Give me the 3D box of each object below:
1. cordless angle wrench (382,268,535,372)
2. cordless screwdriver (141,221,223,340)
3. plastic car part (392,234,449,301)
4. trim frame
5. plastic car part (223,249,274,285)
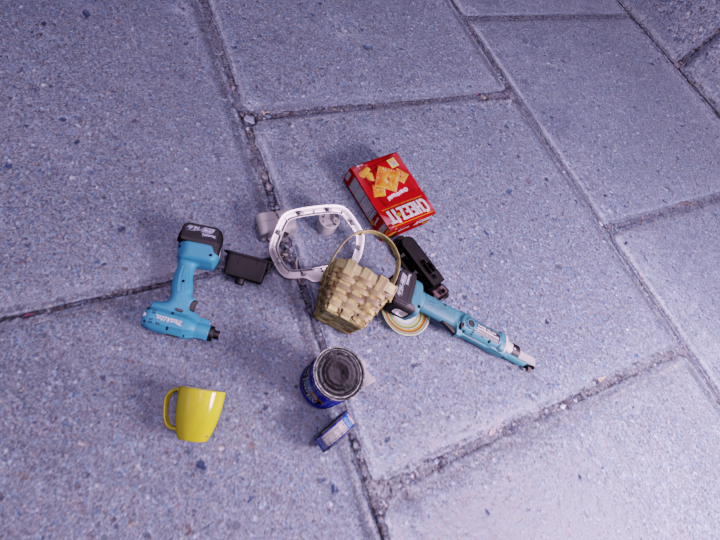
[{"bbox_3d":[0.248,0.135,1.018,0.416,0.075,0.099,28,59,-9],"label":"cordless angle wrench"},{"bbox_3d":[-0.356,0.027,0.925,0.157,0.074,0.253,15,65,-8],"label":"cordless screwdriver"},{"bbox_3d":[0.153,-0.010,1.086,0.065,0.066,0.209,-30,72,-20],"label":"plastic car part"},{"bbox_3d":[-0.101,-0.066,1.028,0.241,0.028,0.182,-9,97,-23],"label":"trim frame"},{"bbox_3d":[-0.263,0.000,0.971,0.114,0.066,0.071,13,78,-10],"label":"plastic car part"}]
